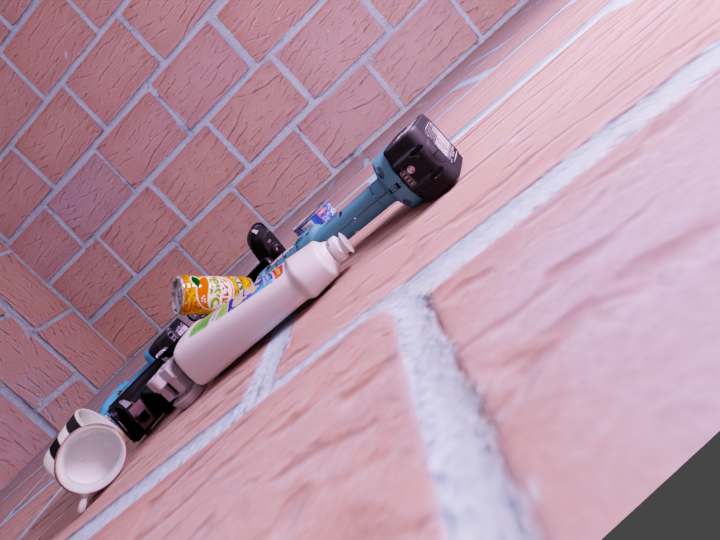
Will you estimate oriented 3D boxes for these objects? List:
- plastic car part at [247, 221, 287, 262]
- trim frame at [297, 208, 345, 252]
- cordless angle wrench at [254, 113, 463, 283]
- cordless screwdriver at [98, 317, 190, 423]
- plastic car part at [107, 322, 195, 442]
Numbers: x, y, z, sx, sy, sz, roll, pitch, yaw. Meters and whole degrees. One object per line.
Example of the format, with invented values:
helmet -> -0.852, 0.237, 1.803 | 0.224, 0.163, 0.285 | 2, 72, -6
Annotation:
plastic car part -> -0.192, -0.046, 0.918 | 0.065, 0.111, 0.075 | -46, 35, -22
trim frame -> -0.072, -0.047, 0.741 | 0.253, 0.027, 0.184 | -33, 16, 29
cordless angle wrench -> -0.058, -0.033, 0.576 | 0.430, 0.073, 0.098 | -36, 13, 33
cordless screwdriver -> -0.447, 0.222, 0.874 | 0.249, 0.073, 0.162 | -45, 13, 7
plastic car part -> -0.263, 0.144, 0.618 | 0.069, 0.064, 0.203 | -24, 22, 32
